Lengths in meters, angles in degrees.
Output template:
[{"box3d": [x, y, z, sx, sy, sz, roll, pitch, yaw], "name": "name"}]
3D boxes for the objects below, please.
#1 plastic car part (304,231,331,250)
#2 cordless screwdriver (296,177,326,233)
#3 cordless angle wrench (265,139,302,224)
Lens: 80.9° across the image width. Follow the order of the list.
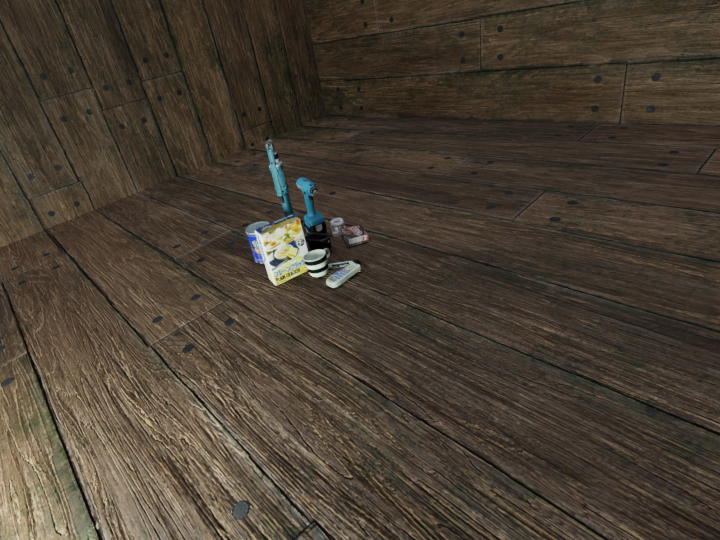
[{"box3d": [-0.164, -0.107, 1.675, 0.122, 0.068, 0.065, 11, 37, 33], "name": "plastic car part"}, {"box3d": [-0.199, -0.258, 1.765, 0.073, 0.240, 0.168, -21, 31, -18], "name": "cordless screwdriver"}, {"box3d": [-0.337, -0.351, 1.804, 0.077, 0.408, 0.098, 0, 31, 19], "name": "cordless angle wrench"}]
